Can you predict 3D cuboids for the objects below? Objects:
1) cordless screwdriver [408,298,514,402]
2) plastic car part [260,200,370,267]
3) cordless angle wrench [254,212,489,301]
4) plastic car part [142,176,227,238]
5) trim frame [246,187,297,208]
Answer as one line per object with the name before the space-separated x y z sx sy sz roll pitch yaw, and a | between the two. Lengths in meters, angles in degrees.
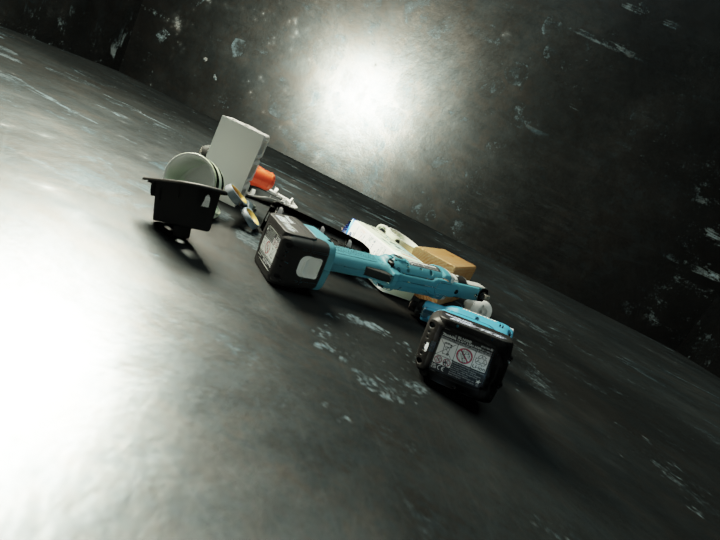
cordless screwdriver | 0.123 0.085 0.578 0.165 0.074 0.240 21 7 18
plastic car part | -0.072 -0.047 0.734 0.197 0.066 0.069 22 23 -17
cordless angle wrench | 0.048 0.003 0.658 0.403 0.074 0.103 12 19 -31
plastic car part | -0.226 -0.078 0.539 0.123 0.071 0.062 17 5 38
trim frame | -0.264 -0.206 1.057 0.235 0.027 0.195 14 19 -48
